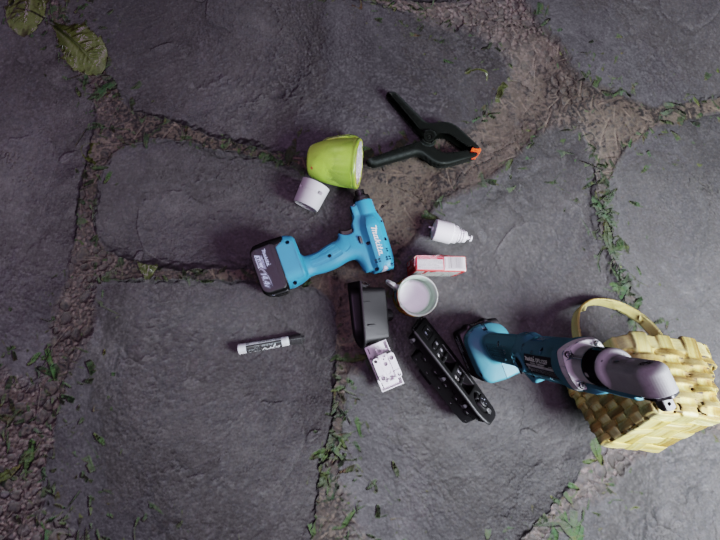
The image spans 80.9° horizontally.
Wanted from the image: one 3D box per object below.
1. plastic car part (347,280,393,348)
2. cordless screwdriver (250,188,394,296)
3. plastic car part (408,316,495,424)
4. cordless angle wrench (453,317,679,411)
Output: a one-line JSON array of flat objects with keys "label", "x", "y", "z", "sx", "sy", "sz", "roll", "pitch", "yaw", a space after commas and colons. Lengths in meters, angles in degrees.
[{"label": "plastic car part", "x": 0.022, "y": 0.075, "z": 0.753, "sx": 0.069, "sy": 0.067, "sz": 0.117, "roll": -7, "pitch": 84, "yaw": -17}, {"label": "cordless screwdriver", "x": -0.075, "y": -0.049, "z": 0.767, "sx": 0.247, "sy": 0.074, "sz": 0.161, "roll": -15, "pitch": 80, "yaw": -7}, {"label": "plastic car part", "x": 0.147, "y": 0.182, "z": 0.725, "sx": 0.067, "sy": 0.064, "sz": 0.207, "roll": -45, "pitch": 80, "yaw": 21}, {"label": "cordless angle wrench", "x": 0.232, "y": 0.114, "z": 0.555, "sx": 0.074, "sy": 0.420, "sz": 0.099, "roll": -20, "pitch": 85, "yaw": -7}]
